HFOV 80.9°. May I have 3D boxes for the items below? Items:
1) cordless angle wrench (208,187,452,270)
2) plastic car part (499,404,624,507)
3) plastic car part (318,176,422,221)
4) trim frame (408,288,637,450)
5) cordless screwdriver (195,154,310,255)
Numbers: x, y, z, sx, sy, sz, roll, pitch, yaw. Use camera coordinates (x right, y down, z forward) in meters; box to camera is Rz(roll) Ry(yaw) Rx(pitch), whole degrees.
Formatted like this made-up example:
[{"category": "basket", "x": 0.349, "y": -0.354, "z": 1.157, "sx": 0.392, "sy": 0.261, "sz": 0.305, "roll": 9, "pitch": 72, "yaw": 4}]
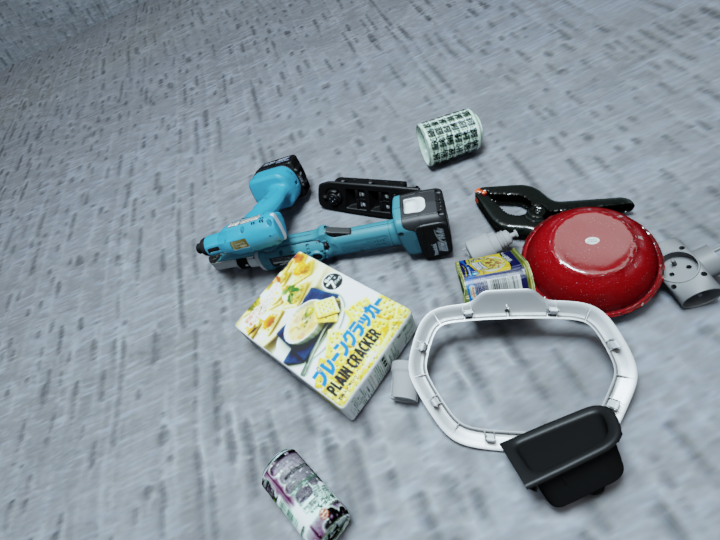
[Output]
[{"category": "cordless angle wrench", "x": -0.070, "y": -0.046, "z": 0.714, "sx": 0.434, "sy": 0.093, "sz": 0.076, "roll": -9, "pitch": 53, "yaw": 18}, {"category": "plastic car part", "x": 0.220, "y": 0.199, "z": 0.434, "sx": 0.117, "sy": 0.070, "sz": 0.067, "roll": -25, "pitch": 12, "yaw": 5}, {"category": "plastic car part", "x": 0.017, "y": -0.139, "z": 0.761, "sx": 0.211, "sy": 0.063, "sz": 0.067, "roll": 7, "pitch": 48, "yaw": 24}, {"category": "trim frame", "x": 0.183, "y": 0.115, "z": 0.499, "sx": 0.255, "sy": 0.026, "sz": 0.187, "roll": -4, "pitch": 74, "yaw": 16}, {"category": "cordless screwdriver", "x": -0.187, "y": -0.113, "z": 0.761, "sx": 0.163, "sy": 0.071, "sz": 0.253, "roll": -14, "pitch": 34, "yaw": 19}]
